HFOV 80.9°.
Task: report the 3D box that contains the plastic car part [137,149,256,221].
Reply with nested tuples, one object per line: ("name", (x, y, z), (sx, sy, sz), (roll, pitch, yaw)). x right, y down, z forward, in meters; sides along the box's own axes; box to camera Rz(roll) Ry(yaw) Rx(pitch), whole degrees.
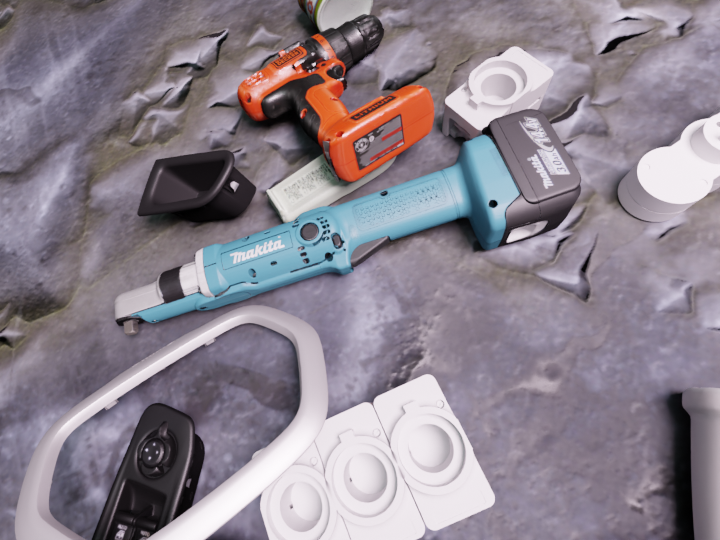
("plastic car part", (-0.156, -0.077, 0.429), (0.121, 0.067, 0.067), (1, 72, 28))

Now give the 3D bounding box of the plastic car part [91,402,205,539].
("plastic car part", (-0.165, 0.213, 0.327), (0.069, 0.063, 0.206), (-3, 65, 22))

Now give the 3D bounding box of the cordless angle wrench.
("cordless angle wrench", (-0.038, -0.025, 0.389), (0.427, 0.071, 0.101), (-18, 69, 8))

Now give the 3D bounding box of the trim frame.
("trim frame", (-0.137, 0.114, 0.331), (0.245, 0.026, 0.195), (-35, 45, -22))
